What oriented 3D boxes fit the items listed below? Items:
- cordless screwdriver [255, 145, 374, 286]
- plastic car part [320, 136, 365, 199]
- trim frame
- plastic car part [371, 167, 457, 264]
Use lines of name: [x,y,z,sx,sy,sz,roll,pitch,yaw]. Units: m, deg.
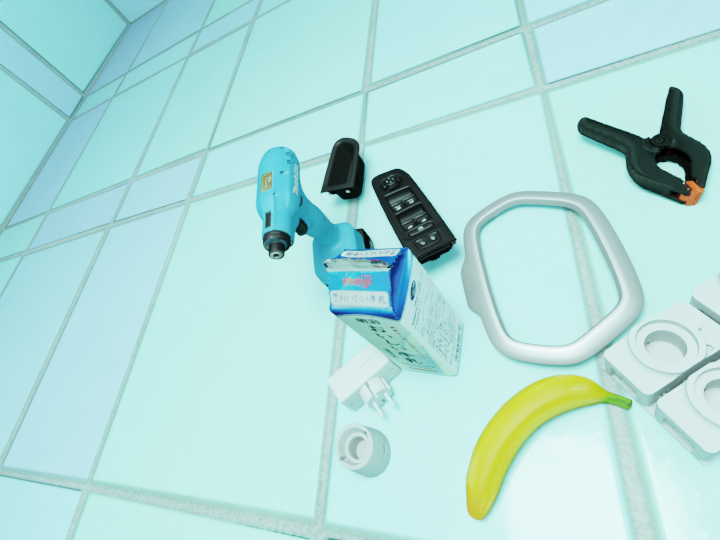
cordless screwdriver: [-0.056,-0.037,0.578,0.076,0.235,0.164,-20,52,19]
plastic car part: [-0.019,-0.174,0.755,0.069,0.067,0.118,-5,59,30]
trim frame: [0.217,-0.003,0.522,0.189,0.026,0.256,-19,53,21]
plastic car part: [0.077,-0.084,0.639,0.067,0.063,0.213,-32,49,10]
